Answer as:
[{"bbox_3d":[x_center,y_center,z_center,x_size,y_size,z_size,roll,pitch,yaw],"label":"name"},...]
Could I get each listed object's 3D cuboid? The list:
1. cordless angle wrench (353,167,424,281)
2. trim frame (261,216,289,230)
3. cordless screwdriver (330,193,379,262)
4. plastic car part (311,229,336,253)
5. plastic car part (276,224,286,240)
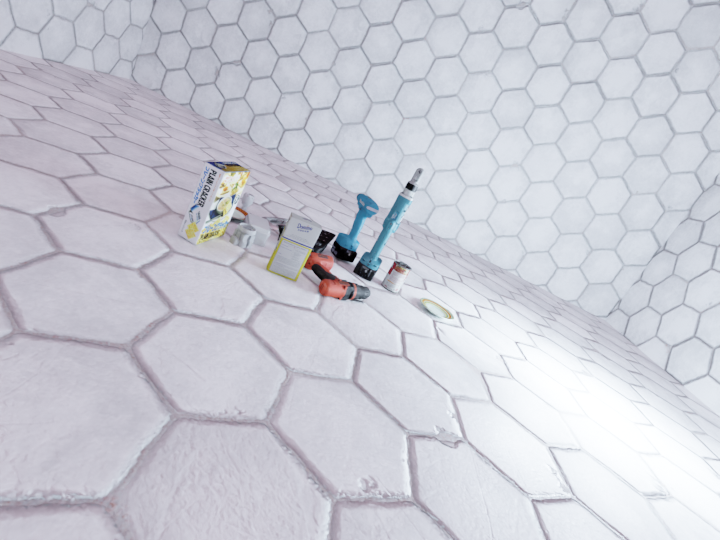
[{"bbox_3d":[0.107,-0.161,1.460,0.075,0.421,0.097,30,17,5],"label":"cordless angle wrench"},{"bbox_3d":[-0.265,-0.157,1.576,0.192,0.027,0.239,34,18,22],"label":"trim frame"},{"bbox_3d":[-0.026,-0.165,1.571,0.071,0.248,0.166,20,18,-26],"label":"cordless screwdriver"},{"bbox_3d":[-0.147,-0.096,1.503,0.067,0.067,0.202,28,17,0],"label":"plastic car part"},{"bbox_3d":[-0.231,-0.109,1.411,0.069,0.071,0.111,37,19,29],"label":"plastic car part"}]
